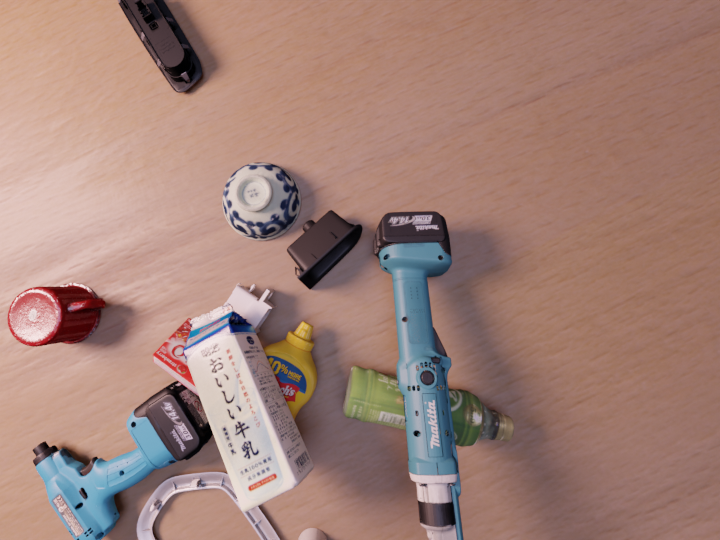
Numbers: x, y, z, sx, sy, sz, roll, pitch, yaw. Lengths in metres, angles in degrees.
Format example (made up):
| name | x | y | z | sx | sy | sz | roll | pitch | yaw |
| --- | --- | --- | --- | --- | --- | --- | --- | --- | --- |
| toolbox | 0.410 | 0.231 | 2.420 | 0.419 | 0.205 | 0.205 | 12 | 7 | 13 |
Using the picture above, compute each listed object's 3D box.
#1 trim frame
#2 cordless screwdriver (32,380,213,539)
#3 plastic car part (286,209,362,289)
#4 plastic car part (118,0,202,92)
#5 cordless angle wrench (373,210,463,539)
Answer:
| name | x | y | z | sx | sy | sz | roll | pitch | yaw |
| --- | --- | --- | --- | --- | --- | --- | --- | --- | --- |
| trim frame | -0.207 | 0.403 | 0.591 | 0.184 | 0.027 | 0.251 | -37 | 85 | 0 |
| cordless screwdriver | -0.335 | 0.247 | 0.593 | 0.249 | 0.073 | 0.161 | -41 | 84 | 2 |
| plastic car part | -0.060 | -0.039 | 0.615 | 0.073 | 0.064 | 0.116 | 42 | 84 | 18 |
| plastic car part | -0.316 | -0.377 | 0.664 | 0.066 | 0.067 | 0.204 | -31 | 86 | -9 |
| cordless angle wrench | 0.079 | 0.133 | 0.522 | 0.098 | 0.073 | 0.432 | -2 | 69 | -2 |
